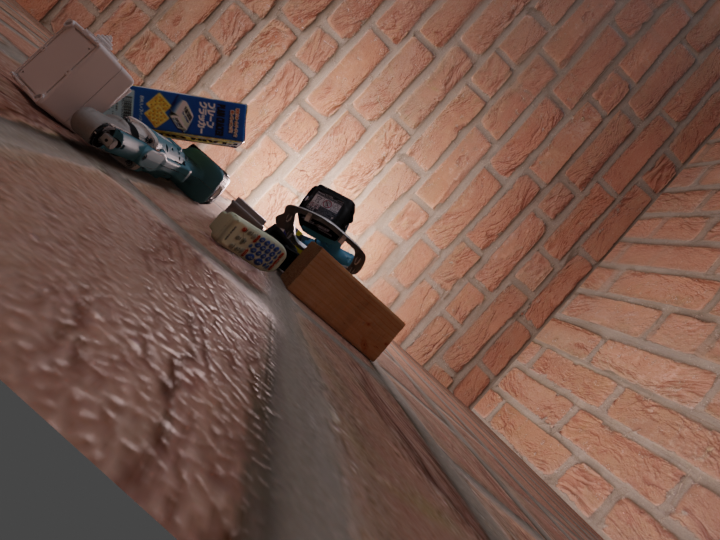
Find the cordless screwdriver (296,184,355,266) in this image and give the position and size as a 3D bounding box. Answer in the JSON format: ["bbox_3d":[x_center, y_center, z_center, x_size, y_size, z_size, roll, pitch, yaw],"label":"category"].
[{"bbox_3d":[-0.086,-0.081,0.880,0.164,0.074,0.241,28,-21,14],"label":"cordless screwdriver"}]

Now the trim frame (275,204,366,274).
[{"bbox_3d":[-0.078,-0.051,0.793,0.186,0.027,0.247,33,-15,2],"label":"trim frame"}]

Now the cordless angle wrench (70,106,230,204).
[{"bbox_3d":[-0.268,-0.152,0.577,0.097,0.074,0.428,42,0,-9],"label":"cordless angle wrench"}]

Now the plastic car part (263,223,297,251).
[{"bbox_3d":[-0.183,-0.042,0.971,0.123,0.065,0.068,44,-15,35],"label":"plastic car part"}]

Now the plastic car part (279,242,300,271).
[{"bbox_3d":[-0.104,0.011,0.886,0.195,0.067,0.069,39,-4,-21],"label":"plastic car part"}]
